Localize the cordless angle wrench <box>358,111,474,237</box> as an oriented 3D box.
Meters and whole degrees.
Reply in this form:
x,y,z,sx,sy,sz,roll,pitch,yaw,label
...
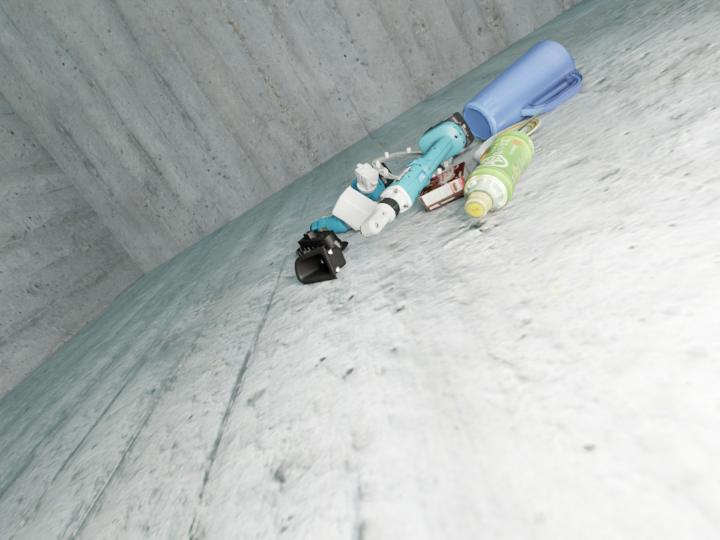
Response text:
x,y,z,sx,sy,sz,roll,pitch,yaw,label
0.111,-0.189,0.828,0.101,0.072,0.420,-21,23,45,cordless angle wrench

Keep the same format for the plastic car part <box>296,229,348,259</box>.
x,y,z,sx,sy,sz,roll,pitch,yaw,label
-0.095,-0.062,0.972,0.065,0.065,0.212,-33,20,-24,plastic car part

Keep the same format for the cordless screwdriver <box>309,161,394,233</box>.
x,y,z,sx,sy,sz,roll,pitch,yaw,label
-0.025,-0.182,1.130,0.246,0.072,0.166,-48,23,-27,cordless screwdriver

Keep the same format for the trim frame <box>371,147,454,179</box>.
x,y,z,sx,sy,sz,roll,pitch,yaw,label
0.128,-0.265,1.040,0.183,0.027,0.258,-10,28,-6,trim frame

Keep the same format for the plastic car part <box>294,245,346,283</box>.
x,y,z,sx,sy,sz,roll,pitch,yaw,label
-0.074,-0.016,0.839,0.069,0.065,0.121,-27,8,-38,plastic car part
